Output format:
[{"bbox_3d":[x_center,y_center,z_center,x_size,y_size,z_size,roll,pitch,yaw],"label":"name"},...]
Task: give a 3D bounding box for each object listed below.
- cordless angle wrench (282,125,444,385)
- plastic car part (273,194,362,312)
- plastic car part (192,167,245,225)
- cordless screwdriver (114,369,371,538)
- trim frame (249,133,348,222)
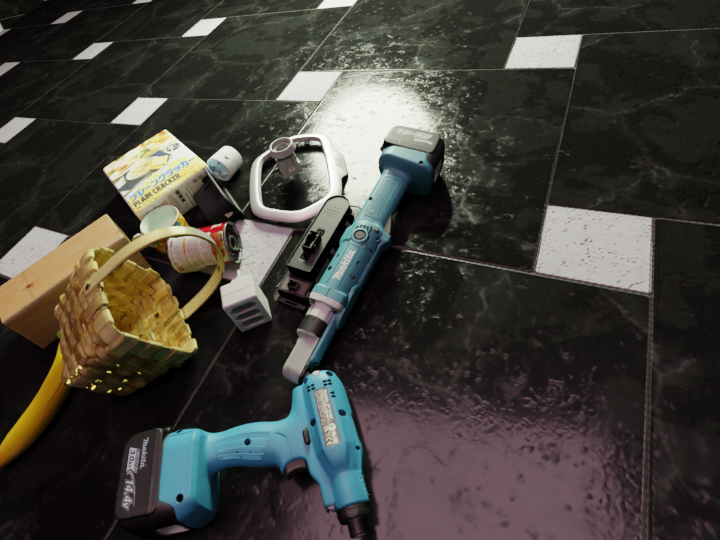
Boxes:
[{"bbox_3d":[0.004,-0.036,0.601,0.102,0.071,0.424,19,63,20],"label":"cordless angle wrench"},{"bbox_3d":[-0.062,-0.040,0.632,0.069,0.064,0.203,11,54,26],"label":"plastic car part"},{"bbox_3d":[-0.266,-0.120,0.767,0.071,0.062,0.123,-40,53,3],"label":"plastic car part"},{"bbox_3d":[-0.118,0.215,0.439,0.248,0.071,0.167,-18,49,-2],"label":"cordless screwdriver"},{"bbox_3d":[-0.117,-0.175,0.779,0.186,0.026,0.258,-17,48,6],"label":"trim frame"}]
